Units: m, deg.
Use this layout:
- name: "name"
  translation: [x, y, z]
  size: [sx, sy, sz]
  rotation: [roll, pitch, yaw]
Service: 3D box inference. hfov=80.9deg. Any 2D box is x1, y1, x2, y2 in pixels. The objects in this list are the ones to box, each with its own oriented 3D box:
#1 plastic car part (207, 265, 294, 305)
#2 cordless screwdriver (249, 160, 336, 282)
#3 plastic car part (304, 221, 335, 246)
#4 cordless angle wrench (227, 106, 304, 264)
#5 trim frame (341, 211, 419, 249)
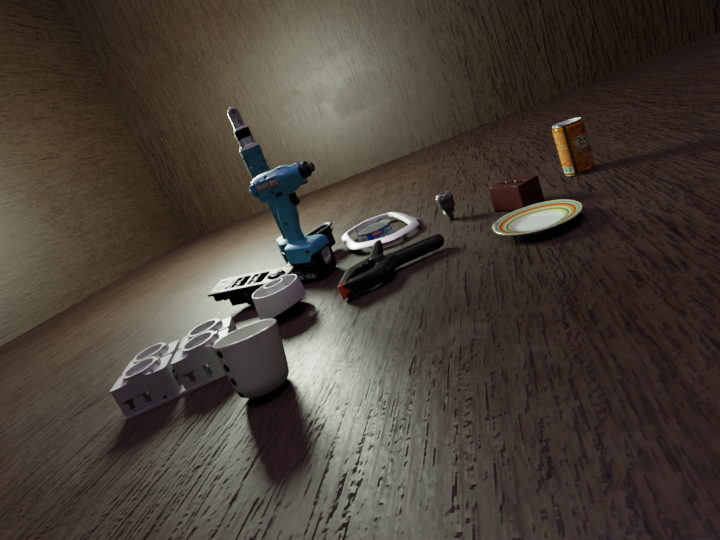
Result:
- name: "plastic car part"
  translation: [-0.227, 0.039, 0.907]
  size: [0.209, 0.065, 0.066]
  rotation: [-16, 17, 24]
- name: "cordless screwdriver"
  translation: [-0.122, -0.101, 0.885]
  size: [0.165, 0.244, 0.073]
  rotation: [-13, 16, 35]
- name: "plastic car part"
  translation: [-0.103, -0.067, 1.053]
  size: [0.114, 0.069, 0.069]
  rotation: [-33, 18, -30]
- name: "cordless angle wrench"
  translation: [-0.238, -0.213, 1.077]
  size: [0.074, 0.414, 0.101]
  rotation: [-25, 13, -11]
- name: "trim frame"
  translation: [0.047, -0.097, 1.020]
  size: [0.184, 0.027, 0.255]
  rotation: [-25, 17, -4]
